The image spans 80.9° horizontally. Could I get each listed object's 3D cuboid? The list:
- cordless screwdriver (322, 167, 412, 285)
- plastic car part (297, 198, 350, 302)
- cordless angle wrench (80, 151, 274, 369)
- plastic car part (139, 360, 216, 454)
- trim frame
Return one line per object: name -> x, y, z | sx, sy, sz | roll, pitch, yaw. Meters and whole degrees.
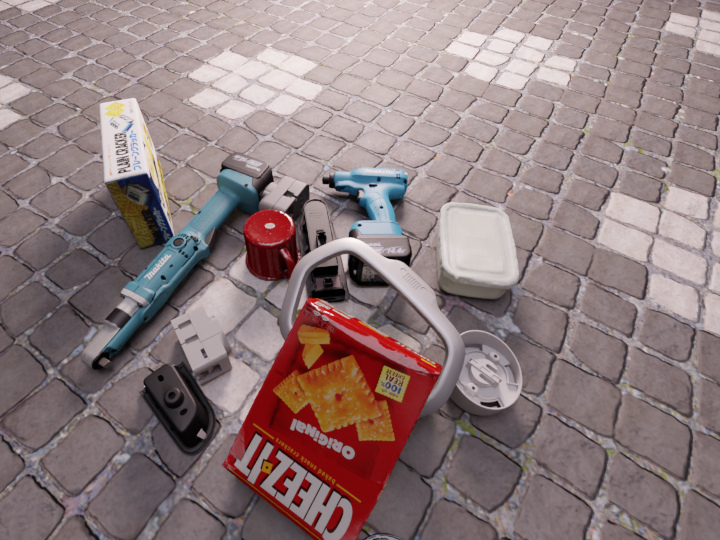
cordless screwdriver -> 0.006, -0.092, 0.732 | 0.160, 0.072, 0.256 | 2, 48, 0
plastic car part -> -0.069, -0.045, 0.702 | 0.066, 0.064, 0.211 | -11, 50, -3
cordless angle wrench -> -0.284, -0.030, 0.683 | 0.101, 0.072, 0.423 | 21, 57, 13
plastic car part -> -0.231, 0.163, 0.530 | 0.065, 0.068, 0.122 | -36, 59, -25
trim frame -> 0.008, 0.071, 0.529 | 0.184, 0.026, 0.257 | -46, 71, 0
